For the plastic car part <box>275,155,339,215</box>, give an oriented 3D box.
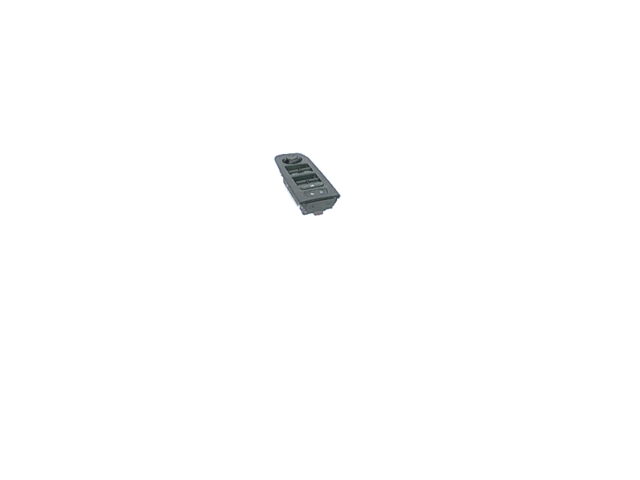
[{"bbox_3d":[-0.027,-0.095,0.732,0.066,0.067,0.203,-18,39,-9],"label":"plastic car part"}]
